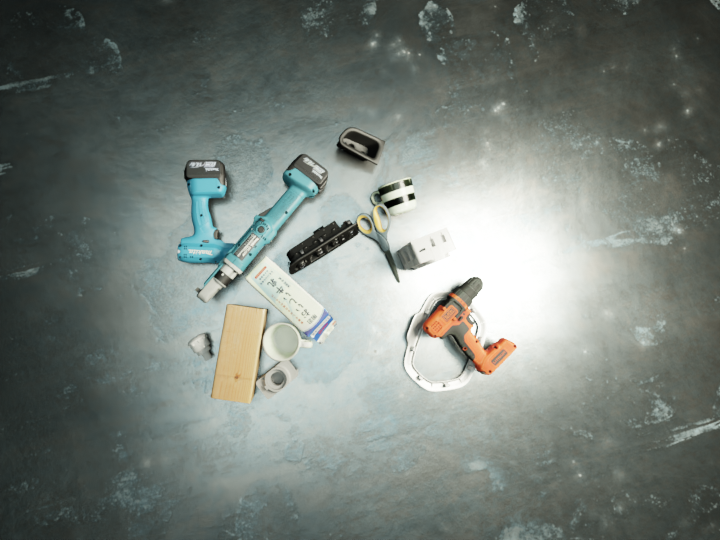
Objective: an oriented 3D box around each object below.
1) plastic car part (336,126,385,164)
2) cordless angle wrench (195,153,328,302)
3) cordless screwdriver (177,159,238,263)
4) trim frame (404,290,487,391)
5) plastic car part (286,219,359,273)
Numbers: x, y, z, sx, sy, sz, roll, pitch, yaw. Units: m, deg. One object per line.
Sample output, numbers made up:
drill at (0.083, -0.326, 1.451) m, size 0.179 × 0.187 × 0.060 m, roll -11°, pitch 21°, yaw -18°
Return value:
plastic car part at (-0.009, -0.313, 1.065) m, size 0.113 × 0.073 × 0.066 m, roll 21°, pitch 82°, yaw -17°
cordless angle wrench at (-0.236, -0.094, 1.008) m, size 0.098 × 0.074 × 0.422 m, roll 37°, pitch 78°, yaw 1°
cordless screwdriver at (-0.358, -0.141, 1.033) m, size 0.156 × 0.075 × 0.250 m, roll 2°, pitch 86°, yaw -12°
trim frame at (0.205, 0.171, 1.025) m, size 0.185 × 0.027 × 0.249 m, roll 23°, pitch 84°, yaw 3°
plastic car part at (-0.101, -0.066, 1.033) m, size 0.202 × 0.065 × 0.069 m, roll -37°, pitch 78°, yaw -6°
